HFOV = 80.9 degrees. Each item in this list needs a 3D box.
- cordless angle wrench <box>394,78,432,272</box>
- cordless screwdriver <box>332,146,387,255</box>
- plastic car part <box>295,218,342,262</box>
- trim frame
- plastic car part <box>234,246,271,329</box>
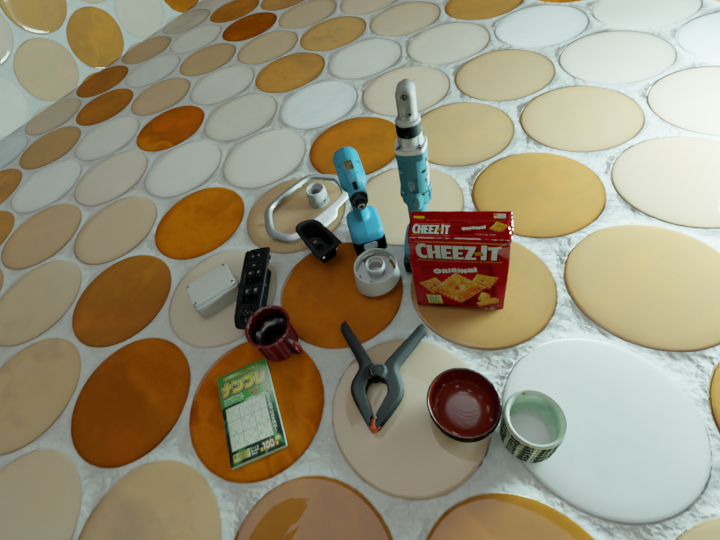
[{"bbox_3d":[0.101,-0.145,0.762,0.076,0.404,0.099,2,54,16],"label":"cordless angle wrench"},{"bbox_3d":[0.003,-0.118,0.880,0.075,0.237,0.166,-17,51,1],"label":"cordless screwdriver"},{"bbox_3d":[-0.096,-0.063,0.979,0.065,0.068,0.123,-35,52,-12],"label":"plastic car part"},{"bbox_3d":[-0.143,-0.168,1.102,0.246,0.026,0.195,-41,53,-15],"label":"trim frame"},{"bbox_3d":[-0.235,0.047,0.941,0.067,0.064,0.208,-7,52,11],"label":"plastic car part"}]
